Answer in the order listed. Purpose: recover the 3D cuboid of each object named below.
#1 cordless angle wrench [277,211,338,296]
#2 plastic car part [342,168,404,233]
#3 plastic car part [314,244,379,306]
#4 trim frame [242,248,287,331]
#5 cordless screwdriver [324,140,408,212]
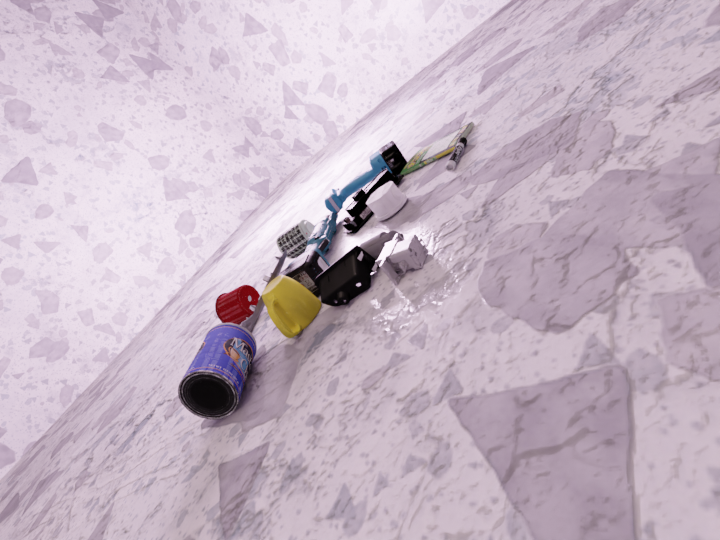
[{"bbox_3d":[-0.100,-0.065,1.022,0.099,0.072,0.428,-33,19,20],"label":"cordless angle wrench"},{"bbox_3d":[0.022,-0.177,1.034,0.202,0.066,0.068,-45,10,-15],"label":"plastic car part"},{"bbox_3d":[-0.025,0.023,0.722,0.118,0.063,0.073,-38,32,23],"label":"plastic car part"},{"bbox_3d":[-0.213,0.052,0.926,0.249,0.027,0.186,-52,16,51],"label":"trim frame"},{"bbox_3d":[0.005,-0.257,1.171,0.251,0.072,0.163,-34,20,10],"label":"cordless screwdriver"}]
